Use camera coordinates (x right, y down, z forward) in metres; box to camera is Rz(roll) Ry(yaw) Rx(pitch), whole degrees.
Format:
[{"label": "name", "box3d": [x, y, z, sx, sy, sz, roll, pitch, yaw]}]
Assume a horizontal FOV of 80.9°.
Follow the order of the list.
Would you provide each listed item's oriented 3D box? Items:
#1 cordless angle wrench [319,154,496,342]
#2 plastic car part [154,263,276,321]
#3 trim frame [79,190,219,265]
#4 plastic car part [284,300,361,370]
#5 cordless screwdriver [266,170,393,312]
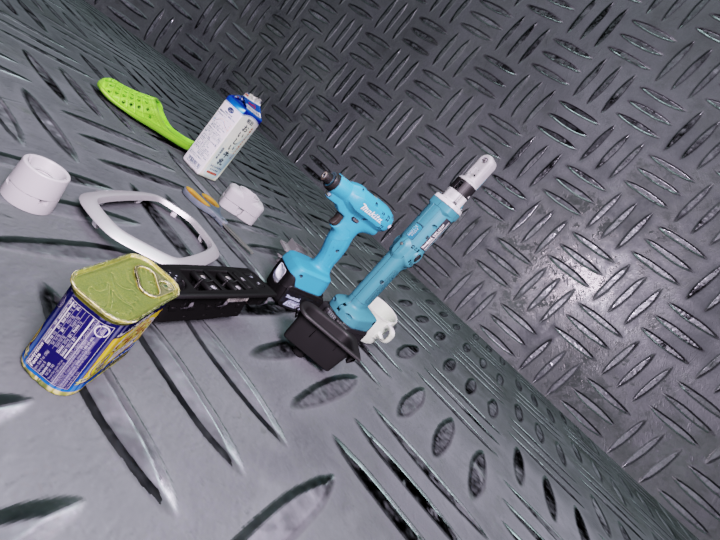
[{"label": "cordless angle wrench", "box3d": [0.083, -0.036, 0.755, 0.078, 0.424, 0.093, 49, 13, 32]}, {"label": "plastic car part", "box3d": [-0.191, 0.028, 0.512, 0.069, 0.067, 0.194, 45, 11, 20]}, {"label": "trim frame", "box3d": [-0.299, -0.065, 0.622, 0.183, 0.027, 0.249, 40, 11, -4]}, {"label": "plastic car part", "box3d": [-0.065, 0.104, 0.628, 0.113, 0.071, 0.067, 38, 11, -14]}, {"label": "cordless screwdriver", "box3d": [-0.072, -0.047, 0.735, 0.150, 0.249, 0.078, 33, 14, -38]}]
